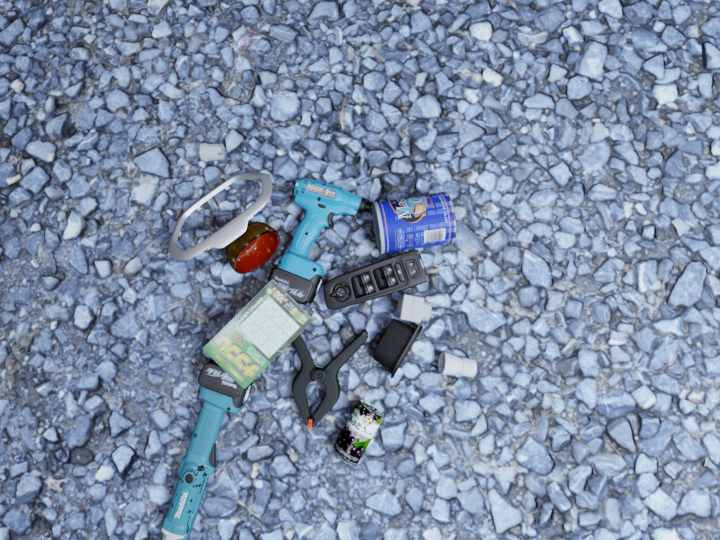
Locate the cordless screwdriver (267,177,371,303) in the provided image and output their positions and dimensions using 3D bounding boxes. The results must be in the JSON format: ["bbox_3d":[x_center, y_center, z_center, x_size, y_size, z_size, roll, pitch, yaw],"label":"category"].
[{"bbox_3d":[-0.083,-0.054,0.844,0.161,0.073,0.250,16,80,4],"label":"cordless screwdriver"}]

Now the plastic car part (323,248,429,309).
[{"bbox_3d":[0.023,0.019,0.828,0.204,0.067,0.066,-19,92,5],"label":"plastic car part"}]

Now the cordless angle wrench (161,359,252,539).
[{"bbox_3d":[-0.314,0.384,0.807,0.099,0.073,0.423,17,87,4],"label":"cordless angle wrench"}]

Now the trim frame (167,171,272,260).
[{"bbox_3d":[-0.279,-0.112,0.837,0.248,0.026,0.194,-36,44,-3],"label":"trim frame"}]

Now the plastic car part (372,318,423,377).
[{"bbox_3d":[0.063,0.141,0.820,0.074,0.063,0.116,34,89,19],"label":"plastic car part"}]
